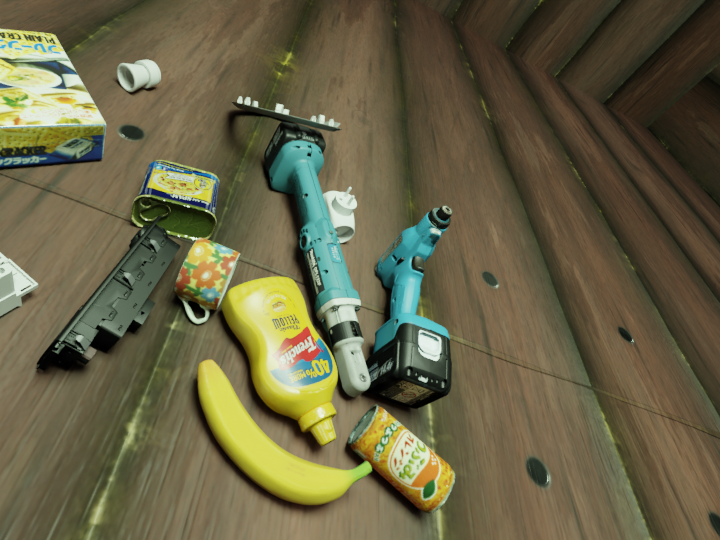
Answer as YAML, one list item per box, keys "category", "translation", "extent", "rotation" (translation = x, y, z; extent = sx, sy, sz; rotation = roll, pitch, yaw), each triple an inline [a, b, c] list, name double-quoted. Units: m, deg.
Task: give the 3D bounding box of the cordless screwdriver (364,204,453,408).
- category: "cordless screwdriver"
  translation: [0.073, 0.036, 0.552]
  extent: [0.072, 0.159, 0.255]
  rotation: [22, 45, -17]

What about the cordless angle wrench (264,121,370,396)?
- category: "cordless angle wrench"
  translation: [-0.059, -0.038, 0.598]
  extent: [0.071, 0.098, 0.440]
  rotation: [6, 51, -34]

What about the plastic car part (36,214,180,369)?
- category: "plastic car part"
  translation: [-0.248, 0.017, 0.450]
  extent: [0.065, 0.067, 0.208]
  rotation: [29, 41, -22]

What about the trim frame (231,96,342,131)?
- category: "trim frame"
  translation: [-0.128, -0.273, 0.738]
  extent: [0.177, 0.027, 0.261]
  rotation: [7, 16, -25]
